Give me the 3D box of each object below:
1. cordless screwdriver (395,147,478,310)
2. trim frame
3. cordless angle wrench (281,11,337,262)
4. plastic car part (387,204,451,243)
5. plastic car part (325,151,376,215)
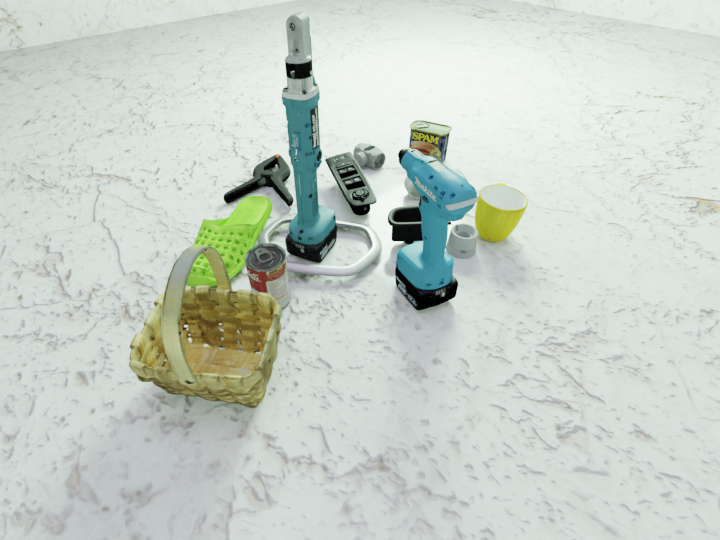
[{"bbox_3d":[0.101,-0.066,0.682,0.073,0.241,0.168,-17,44,-19],"label":"cordless screwdriver"},{"bbox_3d":[-0.082,-0.054,0.839,0.252,0.026,0.188,4,43,8],"label":"trim frame"},{"bbox_3d":[-0.092,-0.198,0.714,0.077,0.409,0.097,18,44,18],"label":"cordless angle wrench"},{"bbox_3d":[0.107,-0.085,0.829,0.116,0.068,0.068,-6,42,-4],"label":"plastic car part"},{"bbox_3d":[-0.023,-0.192,0.958,0.065,0.065,0.213,-13,43,-13],"label":"plastic car part"}]
